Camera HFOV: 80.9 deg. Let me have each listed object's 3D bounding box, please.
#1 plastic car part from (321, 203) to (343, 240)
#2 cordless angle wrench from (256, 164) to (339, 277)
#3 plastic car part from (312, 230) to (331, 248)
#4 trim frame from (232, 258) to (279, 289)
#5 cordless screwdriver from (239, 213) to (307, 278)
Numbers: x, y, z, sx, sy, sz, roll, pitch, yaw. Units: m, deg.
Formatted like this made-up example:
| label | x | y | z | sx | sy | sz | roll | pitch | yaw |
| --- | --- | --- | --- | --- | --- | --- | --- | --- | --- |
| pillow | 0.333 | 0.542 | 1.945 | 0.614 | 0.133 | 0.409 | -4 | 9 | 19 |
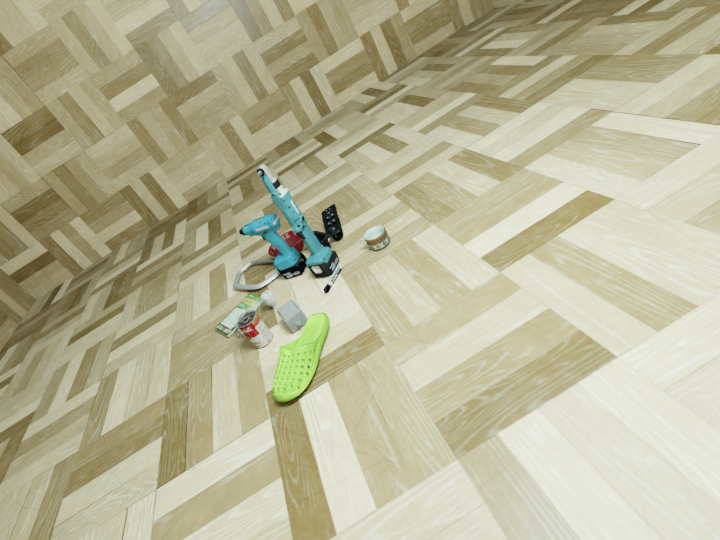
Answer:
| label | x | y | z | sx | sy | sz | roll | pitch | yaw |
| --- | --- | --- | --- | --- | --- | --- | --- | --- | --- |
| plastic car part | -0.104 | -0.174 | 1.604 | 0.067 | 0.064 | 0.210 | -27 | 32 | 8 |
| cordless angle wrench | -0.203 | -0.157 | 1.345 | 0.077 | 0.405 | 0.098 | -11 | 35 | 33 |
| plastic car part | -0.150 | -0.098 | 1.538 | 0.065 | 0.068 | 0.123 | -44 | 33 | -20 |
| trim frame | -0.396 | 0.010 | 1.644 | 0.260 | 0.026 | 0.184 | -2 | 43 | 39 |
| cordless screwdriver | -0.306 | -0.081 | 1.488 | 0.164 | 0.238 | 0.075 | -16 | 32 | 26 |
